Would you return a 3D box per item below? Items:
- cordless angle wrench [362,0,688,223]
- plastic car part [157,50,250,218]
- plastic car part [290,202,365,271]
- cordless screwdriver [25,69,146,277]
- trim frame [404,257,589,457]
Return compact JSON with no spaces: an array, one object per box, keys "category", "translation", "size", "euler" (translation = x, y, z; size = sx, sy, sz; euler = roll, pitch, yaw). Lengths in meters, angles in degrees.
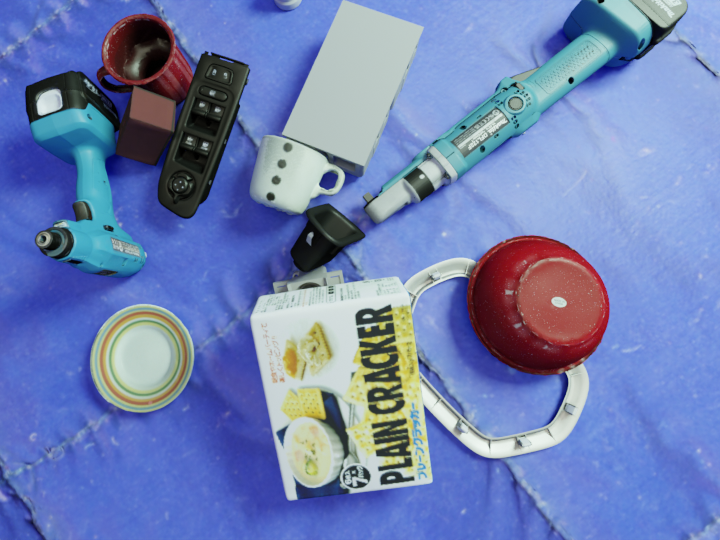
[{"category":"cordless angle wrench","translation":[0.179,-0.194,0.514],"size":[0.423,0.073,0.099],"euler":[-38,83,1]},{"category":"plastic car part","translation":[-0.200,-0.165,0.538],"size":[0.066,0.067,0.203],"euler":[20,89,-4]},{"category":"plastic car part","translation":[-0.048,-0.032,0.494],"size":[0.067,0.115,0.071],"euler":[40,110,4]},{"category":"cordless screwdriver","translation":[-0.334,-0.115,0.497],"size":[0.074,0.157,0.253],"euler":[-18,81,-2]},{"category":"trim frame","translation":[0.147,0.100,0.497],"size":[0.184,0.027,0.253],"euler":[-43,80,-3]}]
